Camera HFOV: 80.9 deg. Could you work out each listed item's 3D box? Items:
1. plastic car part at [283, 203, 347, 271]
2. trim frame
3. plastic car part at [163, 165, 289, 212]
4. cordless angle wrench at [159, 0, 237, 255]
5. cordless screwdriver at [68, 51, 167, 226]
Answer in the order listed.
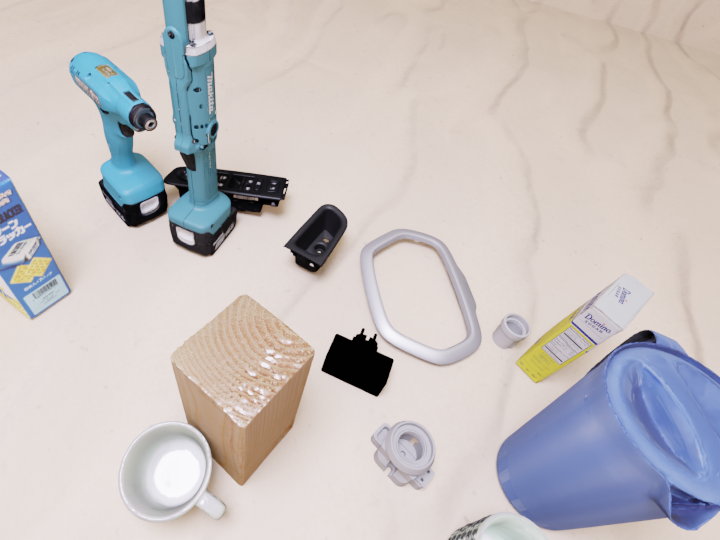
[{"bbox_3d":[-0.066,-0.043,0.671,0.067,0.070,0.116,28,51,9],"label":"plastic car part"},{"bbox_3d":[0.095,0.031,0.668,0.180,0.027,0.258,-3,52,-13],"label":"trim frame"},{"bbox_3d":[-0.228,-0.137,0.721,0.202,0.066,0.068,11,50,-2],"label":"plastic car part"},{"bbox_3d":[-0.210,-0.185,0.536,0.075,0.416,0.098,24,50,3],"label":"cordless angle wrench"},{"bbox_3d":[-0.330,-0.165,0.609,0.165,0.244,0.073,42,54,19],"label":"cordless screwdriver"}]
